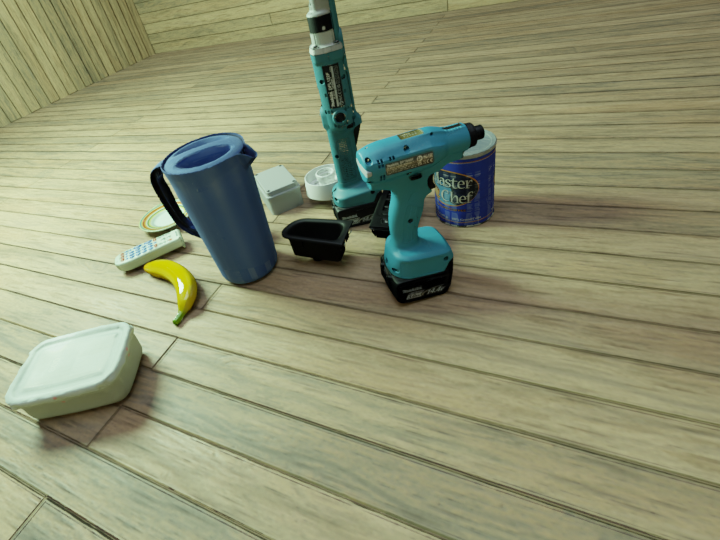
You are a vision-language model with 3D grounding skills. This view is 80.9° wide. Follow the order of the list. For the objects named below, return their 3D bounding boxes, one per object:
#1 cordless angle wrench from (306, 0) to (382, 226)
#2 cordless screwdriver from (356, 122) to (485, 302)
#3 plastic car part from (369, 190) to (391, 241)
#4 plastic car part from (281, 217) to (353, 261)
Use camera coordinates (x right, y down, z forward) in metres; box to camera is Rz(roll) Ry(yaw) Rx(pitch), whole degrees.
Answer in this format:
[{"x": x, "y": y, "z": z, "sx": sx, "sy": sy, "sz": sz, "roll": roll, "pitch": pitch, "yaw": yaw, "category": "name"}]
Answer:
[{"x": -0.035, "y": -0.265, "z": 0.712, "sx": 0.098, "sy": 0.406, "sz": 0.077, "roll": -11, "pitch": 38, "yaw": 1, "category": "cordless angle wrench"}, {"x": 0.091, "y": -0.077, "z": 0.581, "sx": 0.159, "sy": 0.238, "sz": 0.078, "roll": -16, "pitch": 38, "yaw": -4, "category": "cordless screwdriver"}, {"x": 0.069, "y": -0.111, "z": 0.766, "sx": 0.068, "sy": 0.064, "sz": 0.205, "roll": 0, "pitch": 42, "yaw": 16, "category": "plastic car part"}, {"x": -0.072, "y": -0.047, "z": 0.733, "sx": 0.121, "sy": 0.068, "sz": 0.066, "roll": 4, "pitch": 42, "yaw": 22, "category": "plastic car part"}]
